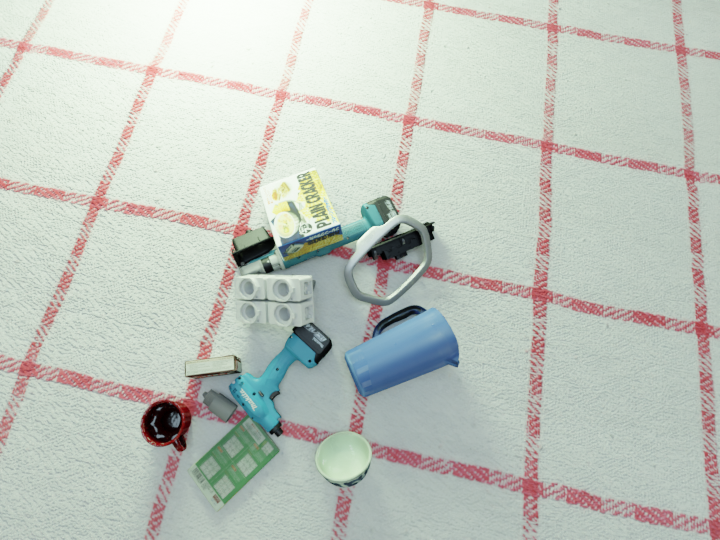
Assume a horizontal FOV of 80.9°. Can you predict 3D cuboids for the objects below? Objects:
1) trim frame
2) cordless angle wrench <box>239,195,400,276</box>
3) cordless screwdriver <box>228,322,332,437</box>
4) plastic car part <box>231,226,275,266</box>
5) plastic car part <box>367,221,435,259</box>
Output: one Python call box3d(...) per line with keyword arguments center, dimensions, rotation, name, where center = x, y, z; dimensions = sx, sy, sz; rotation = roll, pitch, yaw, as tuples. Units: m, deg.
box3d(center=(0.071, -0.024, 1.041), dimensions=(0.248, 0.028, 0.178), rotation=(-44, 107, -1), name="trim frame")
box3d(center=(-0.105, -0.069, 1.077), dimensions=(0.420, 0.073, 0.100), rotation=(-22, 74, -6), name="cordless angle wrench")
box3d(center=(-0.163, 0.242, 0.971), dimensions=(0.247, 0.073, 0.163), rotation=(-44, 79, -10), name="cordless screwdriver")
box3d(center=(-0.280, -0.071, 1.082), dimensions=(0.115, 0.064, 0.074), rotation=(-29, 63, -14), name="plastic car part")
box3d(center=(0.110, -0.071, 1.084), dimensions=(0.201, 0.066, 0.068), rotation=(-27, 87, -10), name="plastic car part")
